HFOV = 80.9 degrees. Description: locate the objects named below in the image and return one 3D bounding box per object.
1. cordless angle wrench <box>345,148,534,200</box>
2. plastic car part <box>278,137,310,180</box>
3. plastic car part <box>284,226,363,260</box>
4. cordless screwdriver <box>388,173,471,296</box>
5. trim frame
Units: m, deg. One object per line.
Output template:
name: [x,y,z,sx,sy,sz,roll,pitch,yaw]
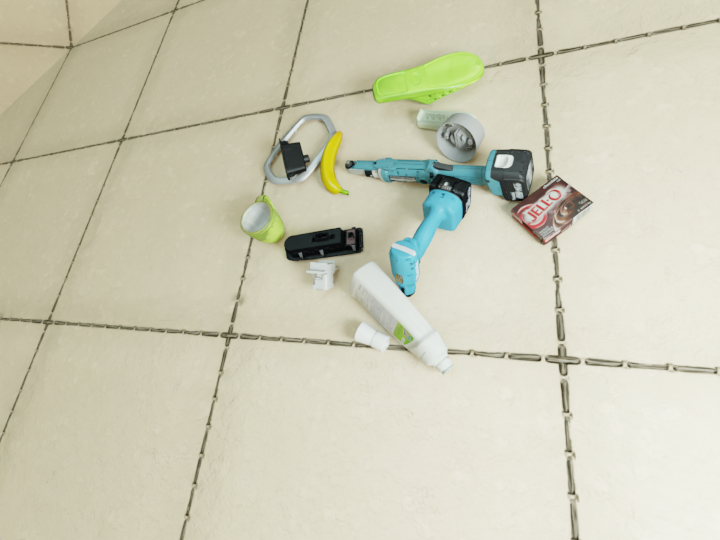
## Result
cordless angle wrench: [0.151,-0.223,0.952,0.444,0.092,0.075,11,72,33]
plastic car part: [-0.172,-0.295,1.123,0.071,0.063,0.121,-18,63,-1]
plastic car part: [-0.098,-0.064,1.003,0.209,0.064,0.067,-9,71,23]
cordless screwdriver: [0.141,-0.069,0.866,0.078,0.152,0.248,23,63,26]
trim frame: [-0.171,-0.340,1.184,0.194,0.026,0.248,32,84,32]
